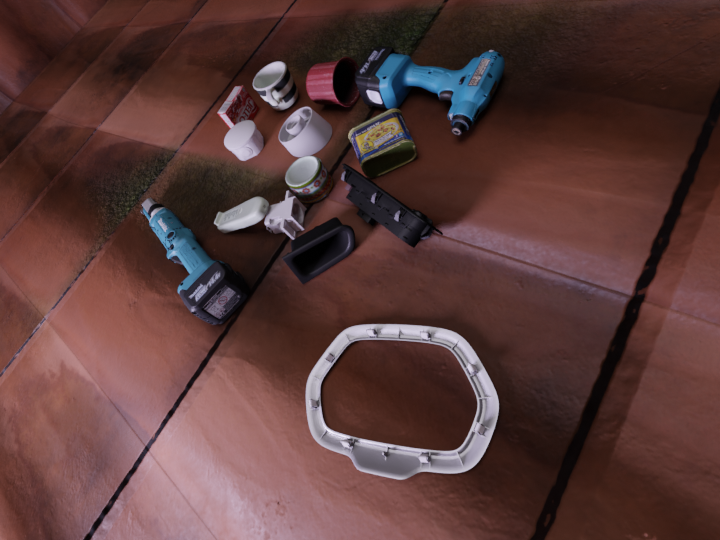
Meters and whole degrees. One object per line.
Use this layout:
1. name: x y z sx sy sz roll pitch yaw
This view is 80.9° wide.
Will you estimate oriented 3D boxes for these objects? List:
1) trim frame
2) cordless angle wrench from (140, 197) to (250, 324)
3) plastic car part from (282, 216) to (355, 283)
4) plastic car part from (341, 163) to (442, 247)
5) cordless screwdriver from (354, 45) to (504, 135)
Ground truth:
1. trim frame: 0.039 0.155 0.530 0.258 0.026 0.187 -1 63 26
2. cordless angle wrench: -0.360 -0.054 0.843 0.098 0.070 0.448 -47 50 -5
3. plastic car part: -0.067 -0.044 0.690 0.117 0.062 0.074 -32 38 3
4. plastic car part: 0.035 -0.098 0.662 0.215 0.062 0.067 38 93 38
5. cordless screwdriver: 0.106 -0.320 0.751 0.262 0.070 0.159 20 73 31
